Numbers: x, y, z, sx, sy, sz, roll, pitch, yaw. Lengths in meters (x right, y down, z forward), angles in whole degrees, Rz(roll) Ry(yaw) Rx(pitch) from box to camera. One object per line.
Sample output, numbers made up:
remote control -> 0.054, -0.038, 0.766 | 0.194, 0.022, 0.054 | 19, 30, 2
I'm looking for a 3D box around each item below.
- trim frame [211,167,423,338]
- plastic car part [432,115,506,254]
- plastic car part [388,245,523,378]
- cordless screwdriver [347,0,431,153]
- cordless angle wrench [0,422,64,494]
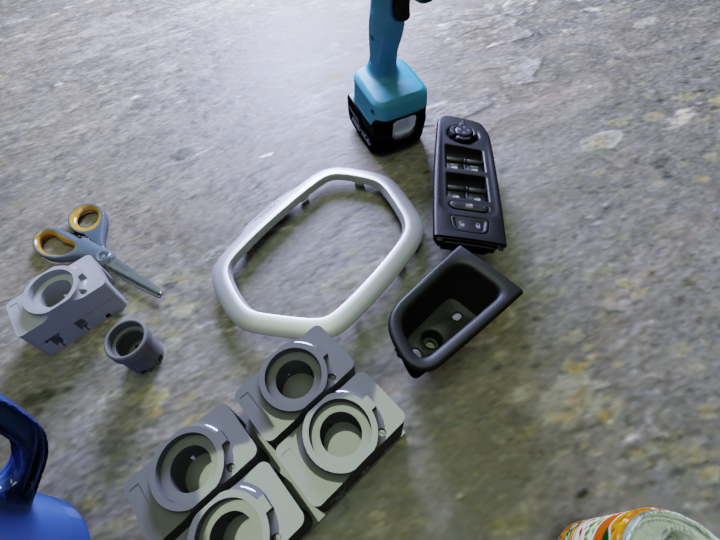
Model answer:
trim frame -> -0.045, -0.029, 0.460 | 0.193, 0.026, 0.247 | 30, 64, 25
plastic car part -> 0.110, -0.092, 0.460 | 0.067, 0.064, 0.207 | 3, 56, 7
plastic car part -> 0.070, 0.046, 0.366 | 0.115, 0.068, 0.069 | -39, 61, -19
cordless screwdriver -> 0.040, -0.237, 0.462 | 0.073, 0.240, 0.167 | -21, 57, -11
cordless angle wrench -> -0.312, 0.063, 0.198 | 0.099, 0.408, 0.076 | 4, 56, 5
